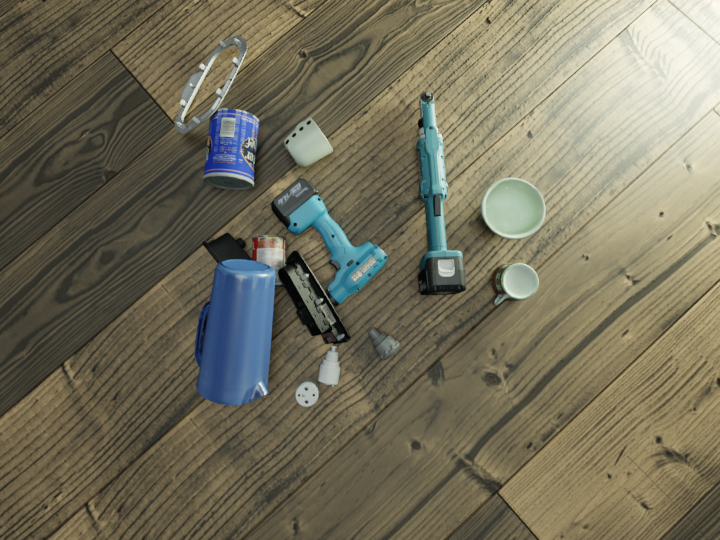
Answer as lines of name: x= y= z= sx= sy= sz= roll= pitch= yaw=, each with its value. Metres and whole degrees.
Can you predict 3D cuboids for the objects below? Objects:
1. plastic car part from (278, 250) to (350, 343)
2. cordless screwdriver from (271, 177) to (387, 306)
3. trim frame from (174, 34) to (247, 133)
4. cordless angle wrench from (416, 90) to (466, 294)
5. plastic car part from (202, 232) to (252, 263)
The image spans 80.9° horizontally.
plastic car part: x=-0.101 y=0.061 z=0.821 sx=0.065 sy=0.068 sz=0.203 roll=-26 pitch=89 yaw=-31
cordless screwdriver: x=-0.084 y=-0.055 z=0.855 sx=0.159 sy=0.074 sz=0.250 roll=-45 pitch=87 yaw=-4
trim frame: x=-0.320 y=-0.396 z=0.892 sx=0.194 sy=0.026 sz=0.249 roll=14 pitch=78 yaw=43
cordless angle wrench: x=0.148 y=-0.165 z=0.856 sx=0.074 sy=0.096 sz=0.429 roll=-2 pitch=78 yaw=-1
plastic car part: x=-0.266 y=-0.035 z=0.871 sx=0.070 sy=0.065 sz=0.119 roll=-35 pitch=80 yaw=-19
